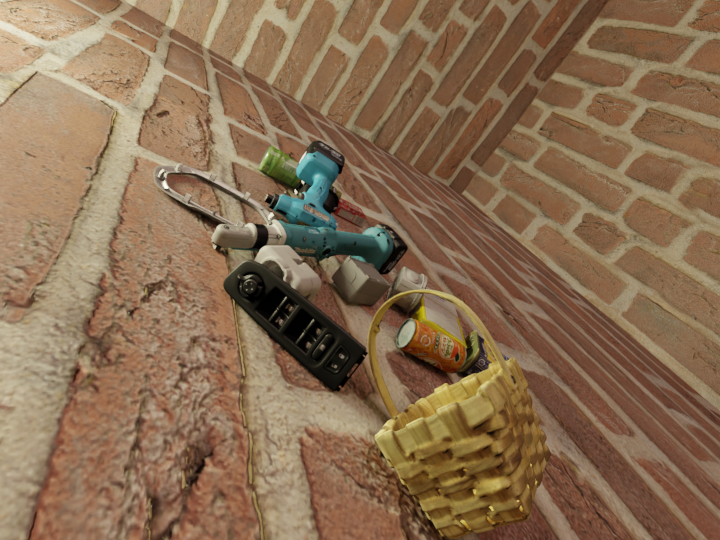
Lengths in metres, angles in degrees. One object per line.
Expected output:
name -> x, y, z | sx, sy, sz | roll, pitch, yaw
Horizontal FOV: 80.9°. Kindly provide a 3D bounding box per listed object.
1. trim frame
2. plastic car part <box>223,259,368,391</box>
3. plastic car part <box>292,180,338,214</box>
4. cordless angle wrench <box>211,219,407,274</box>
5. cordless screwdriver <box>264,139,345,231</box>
trim frame -> -0.250, -0.126, 0.761 | 0.242, 0.027, 0.189 | 30, 22, -15
plastic car part -> -0.085, 0.058, 0.546 | 0.207, 0.066, 0.066 | 37, 11, 9
plastic car part -> -0.107, -0.170, 1.029 | 0.114, 0.066, 0.072 | 33, 36, -11
cordless angle wrench -> -0.075, -0.049, 0.762 | 0.402, 0.098, 0.078 | 2, 41, -47
cordless screwdriver -> -0.119, -0.192, 0.938 | 0.154, 0.075, 0.255 | 24, 46, -20
